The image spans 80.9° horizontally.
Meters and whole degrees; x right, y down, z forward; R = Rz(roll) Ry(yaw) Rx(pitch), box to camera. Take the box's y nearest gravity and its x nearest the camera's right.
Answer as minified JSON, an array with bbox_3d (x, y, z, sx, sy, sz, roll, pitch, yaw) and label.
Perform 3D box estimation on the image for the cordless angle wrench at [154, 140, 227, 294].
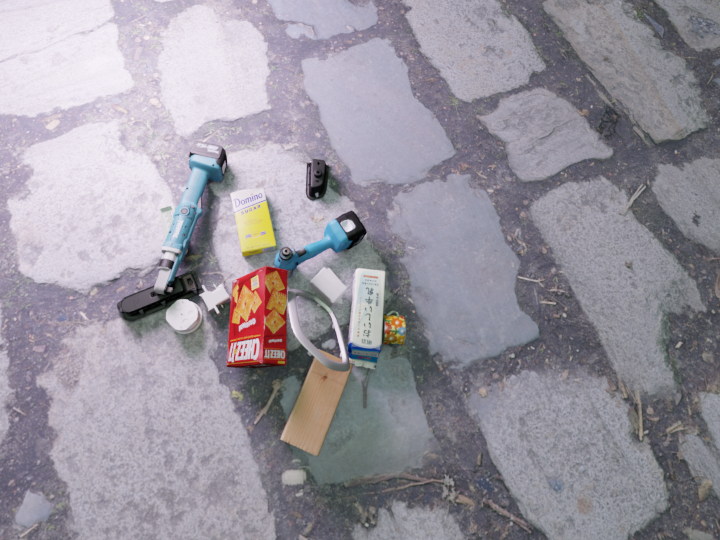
[{"bbox_3d":[-0.442,-0.139,1.078,0.097,0.073,0.430,11,64,-4],"label":"cordless angle wrench"}]

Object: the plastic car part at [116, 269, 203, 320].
[{"bbox_3d":[-0.497,0.063,1.036,0.201,0.067,0.067,-24,84,-10],"label":"plastic car part"}]

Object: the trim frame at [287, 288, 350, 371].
[{"bbox_3d":[-0.096,0.132,0.974,0.175,0.260,0.028,32,109,-30],"label":"trim frame"}]

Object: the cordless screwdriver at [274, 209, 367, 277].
[{"bbox_3d":[-0.104,-0.068,1.063,0.245,0.158,0.076,-29,80,-17],"label":"cordless screwdriver"}]

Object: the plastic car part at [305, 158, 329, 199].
[{"bbox_3d":[-0.120,-0.262,1.175,0.065,0.070,0.119,4,68,-5],"label":"plastic car part"}]
